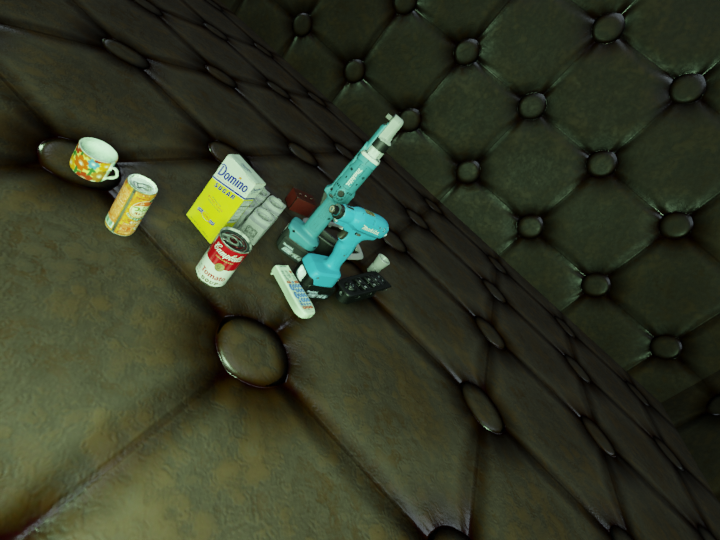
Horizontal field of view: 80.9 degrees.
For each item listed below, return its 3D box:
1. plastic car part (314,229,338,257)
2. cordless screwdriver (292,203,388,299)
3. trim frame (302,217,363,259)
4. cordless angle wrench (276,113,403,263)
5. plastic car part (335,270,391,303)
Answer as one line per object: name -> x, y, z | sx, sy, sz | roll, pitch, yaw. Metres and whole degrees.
plastic car part -> -0.112, -0.073, 1.142 | 0.116, 0.071, 0.066 | 41, 25, -1
cordless screwdriver -> -0.067, -0.044, 0.942 | 0.150, 0.250, 0.078 | 17, 36, -43
trim frame -> -0.081, -0.098, 1.282 | 0.192, 0.028, 0.237 | 51, 27, 22
cordless angle wrench -> -0.046, -0.190, 1.004 | 0.096, 0.426, 0.075 | 39, 25, -10
plastic car part -> -0.002, 0.047, 1.104 | 0.069, 0.067, 0.194 | 51, 26, 19
